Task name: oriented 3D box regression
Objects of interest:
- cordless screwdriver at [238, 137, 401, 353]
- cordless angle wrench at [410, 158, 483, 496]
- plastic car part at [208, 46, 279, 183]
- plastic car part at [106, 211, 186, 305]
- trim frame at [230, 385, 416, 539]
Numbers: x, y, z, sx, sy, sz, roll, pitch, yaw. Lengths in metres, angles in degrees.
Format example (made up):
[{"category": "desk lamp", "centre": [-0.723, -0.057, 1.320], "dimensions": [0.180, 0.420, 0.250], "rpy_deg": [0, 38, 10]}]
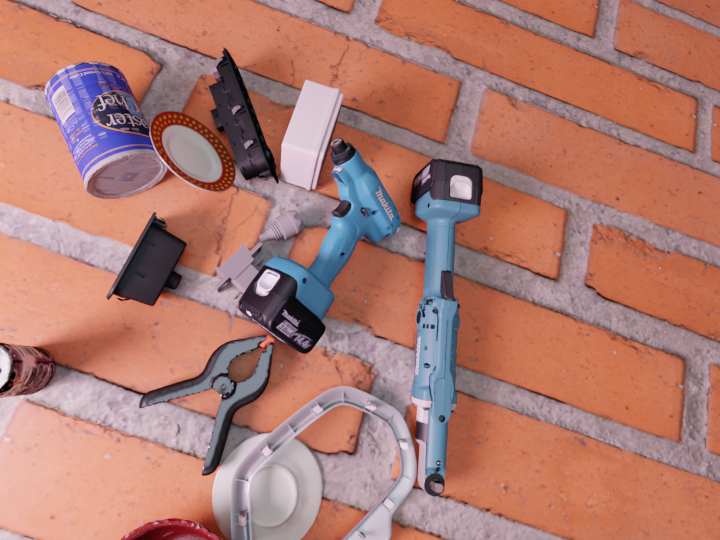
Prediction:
[{"category": "cordless screwdriver", "centre": [-0.052, -0.034, 0.531], "dimensions": [0.248, 0.078, 0.151], "rpy_deg": [-53, 132, -19]}, {"category": "cordless angle wrench", "centre": [0.104, 0.064, 0.564], "dimensions": [0.073, 0.098, 0.427], "rpy_deg": [8, 78, -11]}, {"category": "plastic car part", "centre": [-0.173, -0.212, 0.606], "dimensions": [0.067, 0.065, 0.206], "rpy_deg": [-25, 80, -7]}, {"category": "plastic car part", "centre": [-0.261, -0.006, 0.538], "dimensions": [0.068, 0.068, 0.117], "rpy_deg": [24, 75, -20]}, {"category": "trim frame", "centre": [-0.037, 0.254, 0.497], "dimensions": [0.244, 0.028, 0.184], "rpy_deg": [-34, 90, -24]}]
